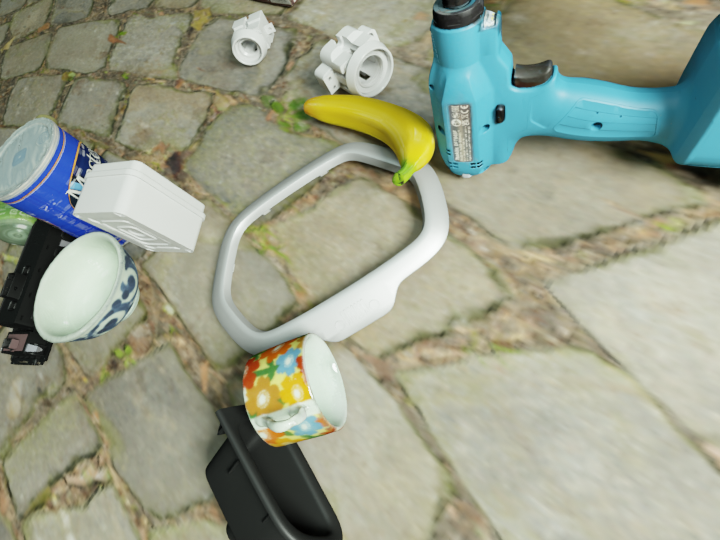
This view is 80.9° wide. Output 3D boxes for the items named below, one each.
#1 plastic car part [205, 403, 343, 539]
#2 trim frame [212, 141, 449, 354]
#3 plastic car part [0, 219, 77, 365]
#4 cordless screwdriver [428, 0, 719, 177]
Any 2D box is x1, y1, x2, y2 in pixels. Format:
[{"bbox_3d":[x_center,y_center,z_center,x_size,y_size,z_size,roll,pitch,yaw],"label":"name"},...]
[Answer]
[{"bbox_3d":[-0.075,0.168,0.314,0.071,0.062,0.122,-47,59,16],"label":"plastic car part"},{"bbox_3d":[-0.039,-0.026,0.402,0.250,0.026,0.193,-32,57,6],"label":"trim frame"},{"bbox_3d":[-0.409,0.012,0.536,0.069,0.063,0.207,-10,61,27],"label":"plastic car part"},{"bbox_3d":[0.171,-0.127,0.276,0.259,0.151,0.075,8,61,25],"label":"cordless screwdriver"}]
